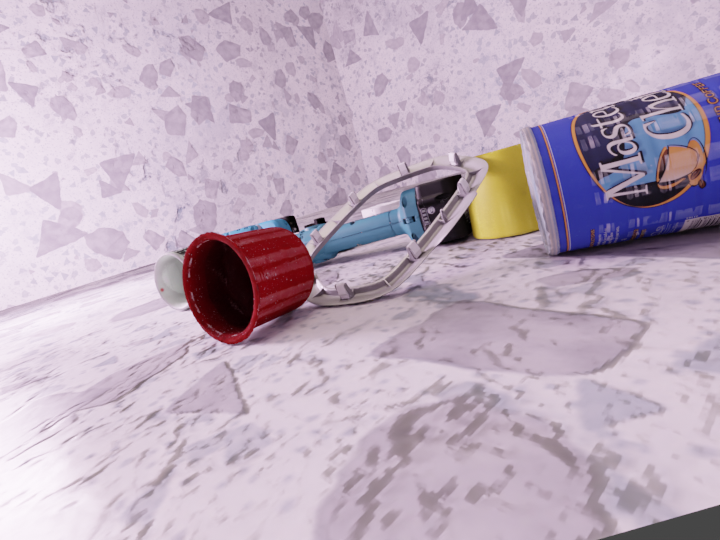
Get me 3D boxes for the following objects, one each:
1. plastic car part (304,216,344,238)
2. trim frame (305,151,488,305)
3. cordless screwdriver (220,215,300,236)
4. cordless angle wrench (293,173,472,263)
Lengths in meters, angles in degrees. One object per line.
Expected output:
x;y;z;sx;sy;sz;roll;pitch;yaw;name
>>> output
-0.073;-0.064;0.781;0.066;0.066;0.207;-25;9;-11;plastic car part
0.028;-0.054;0.439;0.194;0.026;0.246;8;47;46;trim frame
-0.221;-0.054;0.839;0.163;0.074;0.245;-13;6;15;cordless screwdriver
-0.060;-0.039;0.615;0.437;0.074;0.095;-13;7;29;cordless angle wrench
